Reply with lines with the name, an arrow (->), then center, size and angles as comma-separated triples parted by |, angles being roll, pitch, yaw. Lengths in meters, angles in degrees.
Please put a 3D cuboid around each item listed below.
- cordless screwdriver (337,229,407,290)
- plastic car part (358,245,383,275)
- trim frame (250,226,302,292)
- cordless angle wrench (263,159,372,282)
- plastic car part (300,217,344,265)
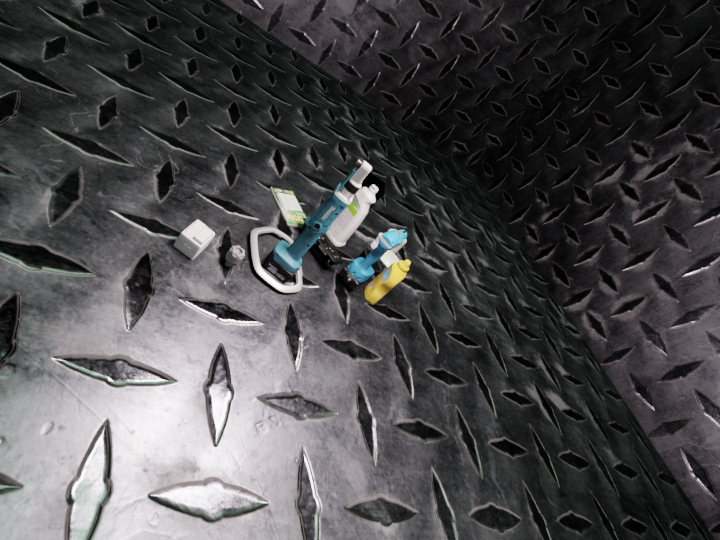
cordless screwdriver -> 0.047, -0.043, 1.373 | 0.076, 0.251, 0.154 | 51, 32, 8
plastic car part -> 0.025, -0.022, 1.495 | 0.062, 0.071, 0.122 | 19, 39, -36
trim frame -> -0.245, -0.036, 1.251 | 0.175, 0.028, 0.259 | 17, 39, -36
cordless angle wrench -> -0.111, -0.129, 1.129 | 0.097, 0.427, 0.074 | 42, 32, -8
plastic car part -> -0.137, -0.090, 1.401 | 0.063, 0.067, 0.211 | -3, 53, -51
